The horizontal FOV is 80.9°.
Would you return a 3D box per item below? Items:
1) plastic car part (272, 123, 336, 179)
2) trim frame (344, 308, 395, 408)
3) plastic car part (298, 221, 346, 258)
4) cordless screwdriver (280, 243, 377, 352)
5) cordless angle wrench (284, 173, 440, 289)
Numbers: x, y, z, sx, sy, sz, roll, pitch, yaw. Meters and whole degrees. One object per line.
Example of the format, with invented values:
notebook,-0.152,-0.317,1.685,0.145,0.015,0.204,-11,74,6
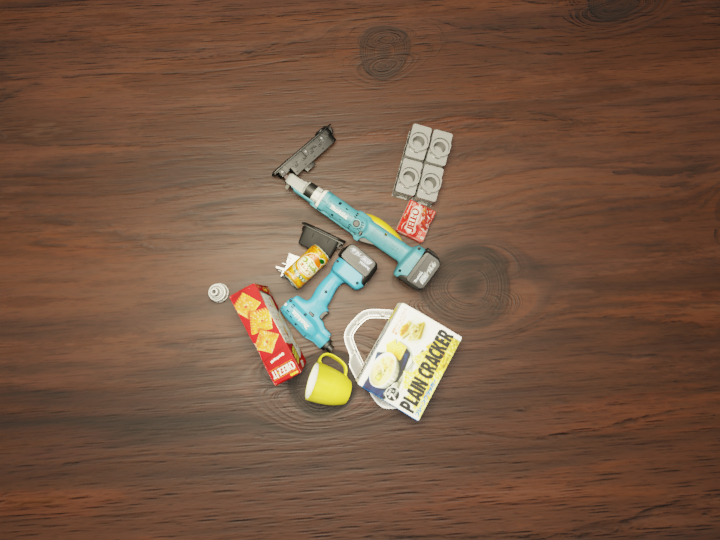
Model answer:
plastic car part,-0.136,-0.300,1.089,0.066,0.067,0.202,44,83,-7
trim frame,0.065,0.211,1.025,0.183,0.027,0.251,-27,84,-3
plastic car part,-0.103,-0.068,1.057,0.118,0.065,0.071,23,96,5
cordless screwdriver,-0.056,0.065,1.026,0.161,0.074,0.248,44,87,5
cordless angle wrench,-0.007,-0.112,1.026,0.429,0.073,0.098,35,100,7
